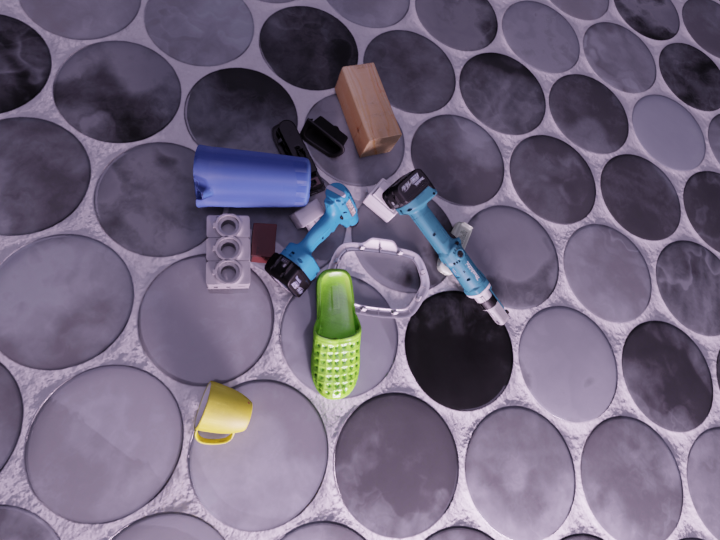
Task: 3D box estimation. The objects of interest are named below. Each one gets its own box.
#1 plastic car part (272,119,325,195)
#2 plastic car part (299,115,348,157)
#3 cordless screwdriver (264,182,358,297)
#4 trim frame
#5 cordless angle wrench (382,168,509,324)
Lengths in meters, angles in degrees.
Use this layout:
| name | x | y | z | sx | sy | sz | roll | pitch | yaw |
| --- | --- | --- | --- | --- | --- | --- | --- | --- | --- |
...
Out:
| name | x | y | z | sx | sy | sz | roll | pitch | yaw |
| --- | --- | --- | --- | --- | --- | --- | --- | --- | --- |
| plastic car part | -0.152 | -0.277 | 1.008 | 0.065 | 0.066 | 0.207 | -25 | 78 | -11 |
| plastic car part | -0.082 | -0.336 | 1.044 | 0.115 | 0.066 | 0.071 | 33 | 56 | -6 |
| cordless screwdriver | -0.091 | -0.059 | 0.929 | 0.078 | 0.152 | 0.248 | 32 | 80 | 25 |
| trim frame | 0.046 | 0.016 | 0.980 | 0.245 | 0.027 | 0.187 | 7 | 72 | -8 |
| cordless angle wrench | 0.213 | -0.038 | 0.976 | 0.097 | 0.076 | 0.417 | -41 | 98 | -21 |
